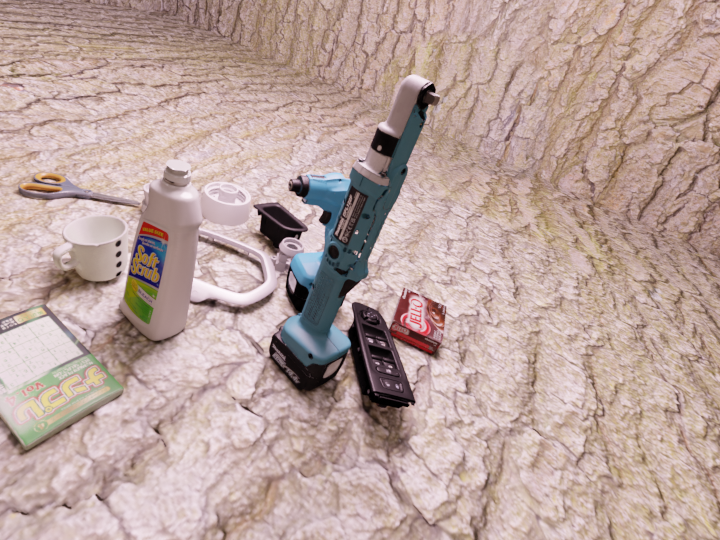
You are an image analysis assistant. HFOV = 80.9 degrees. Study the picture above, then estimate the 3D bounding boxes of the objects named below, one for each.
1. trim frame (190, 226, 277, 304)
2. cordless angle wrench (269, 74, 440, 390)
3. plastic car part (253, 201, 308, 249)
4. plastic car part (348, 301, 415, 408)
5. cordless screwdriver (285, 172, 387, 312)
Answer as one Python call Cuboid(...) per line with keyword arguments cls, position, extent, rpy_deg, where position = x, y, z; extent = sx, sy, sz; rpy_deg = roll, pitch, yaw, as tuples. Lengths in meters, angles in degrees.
Cuboid(cls="trim frame", position=(-0.263, -0.013, 0.737), extent=(0.250, 0.027, 0.185), rpy_deg=(21, 32, 2))
Cuboid(cls="cordless angle wrench", position=(-0.015, -0.025, 0.520), extent=(0.103, 0.418, 0.071), rpy_deg=(41, 35, 27))
Cuboid(cls="plastic car part", position=(-0.165, -0.082, 0.857), extent=(0.063, 0.070, 0.122), rpy_deg=(-15, 46, -45))
Cuboid(cls="plastic car part", position=(0.020, 0.128, 0.641), extent=(0.064, 0.066, 0.211), rpy_deg=(11, 33, -17))
Cuboid(cls="cordless screwdriver", position=(-0.067, -0.044, 0.684), extent=(0.152, 0.246, 0.078), rpy_deg=(2, 37, -31))
